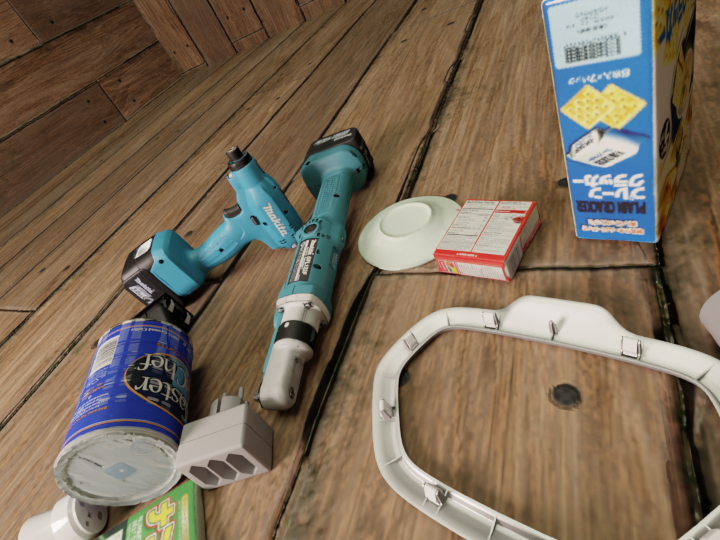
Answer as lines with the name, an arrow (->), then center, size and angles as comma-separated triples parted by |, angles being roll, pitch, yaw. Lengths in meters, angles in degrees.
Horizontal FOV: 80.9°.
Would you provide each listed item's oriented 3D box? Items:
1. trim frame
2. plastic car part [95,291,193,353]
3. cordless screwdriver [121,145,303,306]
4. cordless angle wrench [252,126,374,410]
trim frame -> 0.115, 0.094, 0.289 | 0.262, 0.026, 0.183 | 7, 50, 42
plastic car part -> -0.264, 0.096, 0.530 | 0.116, 0.062, 0.075 | -42, 51, -10
cordless screwdriver -> -0.216, -0.052, 0.583 | 0.250, 0.151, 0.077 | -28, 35, 6
cordless angle wrench -> -0.051, -0.033, 0.521 | 0.101, 0.071, 0.432 | -14, 42, 22
